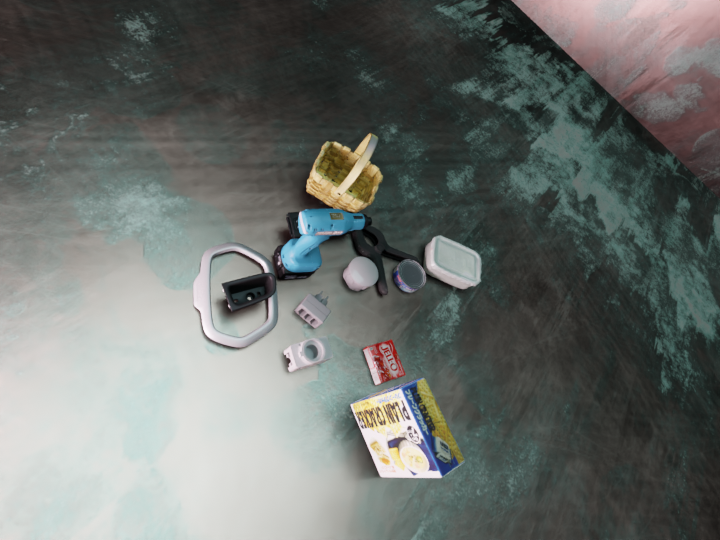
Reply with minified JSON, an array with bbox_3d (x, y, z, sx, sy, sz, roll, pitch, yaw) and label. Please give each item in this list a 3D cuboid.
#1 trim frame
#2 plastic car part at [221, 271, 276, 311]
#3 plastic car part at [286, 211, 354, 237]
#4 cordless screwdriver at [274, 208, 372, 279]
[{"bbox_3d":[-0.274,0.048,0.937,0.177,0.028,0.256,1,63,-25],"label":"trim frame"},{"bbox_3d":[-0.243,0.052,0.922,0.112,0.071,0.068,-17,74,-32],"label":"plastic car part"},{"bbox_3d":[-0.099,-0.111,1.081,0.196,0.067,0.068,-9,69,-29],"label":"plastic car part"},{"bbox_3d":[-0.092,-0.060,0.944,0.153,0.251,0.076,-3,69,-29],"label":"cordless screwdriver"}]
